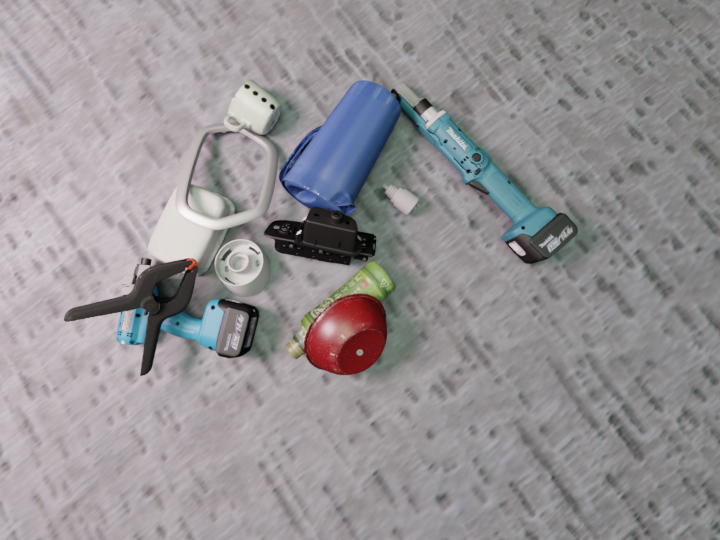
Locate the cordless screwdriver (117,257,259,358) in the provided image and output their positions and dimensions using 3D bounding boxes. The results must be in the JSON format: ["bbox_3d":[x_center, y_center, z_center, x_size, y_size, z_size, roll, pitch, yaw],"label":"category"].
[{"bbox_3d":[-0.313,0.069,0.771,0.252,0.073,0.160,8,83,6],"label":"cordless screwdriver"}]

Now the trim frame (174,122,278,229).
[{"bbox_3d":[-0.249,-0.181,0.785,0.182,0.027,0.254,6,63,-6],"label":"trim frame"}]

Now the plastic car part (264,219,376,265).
[{"bbox_3d":[-0.077,-0.050,0.783,0.203,0.066,0.067,13,47,0],"label":"plastic car part"}]

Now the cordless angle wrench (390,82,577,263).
[{"bbox_3d":[0.209,-0.199,0.791,0.098,0.073,0.430,-40,81,-4],"label":"cordless angle wrench"}]

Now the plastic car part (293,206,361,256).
[{"bbox_3d":[-0.051,-0.074,0.726,0.119,0.069,0.067,13,52,8],"label":"plastic car part"}]
